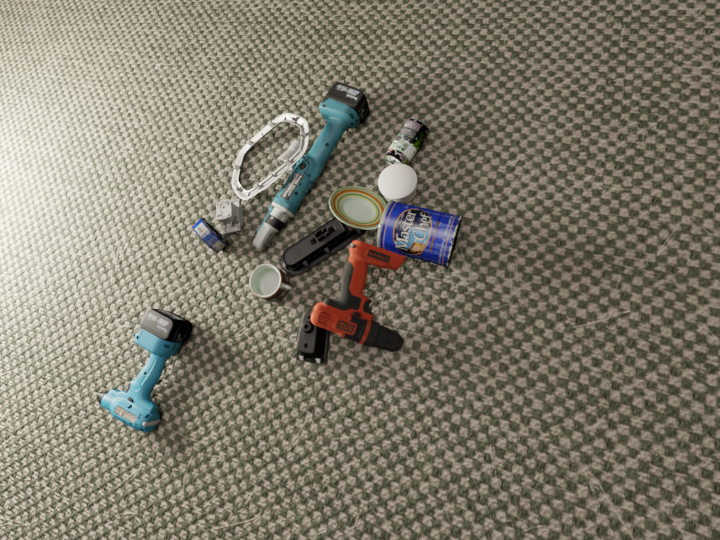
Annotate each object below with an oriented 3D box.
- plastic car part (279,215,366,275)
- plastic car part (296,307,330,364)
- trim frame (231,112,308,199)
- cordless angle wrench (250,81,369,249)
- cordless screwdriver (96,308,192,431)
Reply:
[{"bbox_3d":[-0.089,-0.058,0.909,0.204,0.065,0.068,-34,75,7],"label":"plastic car part"},{"bbox_3d":[-0.099,0.124,0.847,0.068,0.068,0.118,4,77,15],"label":"plastic car part"},{"bbox_3d":[-0.220,-0.272,0.998,0.252,0.026,0.192,-31,58,21],"label":"trim frame"},{"bbox_3d":[-0.124,-0.230,0.970,0.102,0.071,0.423,29,85,21],"label":"cordless angle wrench"},{"bbox_3d":[-0.484,0.208,0.937,0.165,0.071,0.250,15,82,20],"label":"cordless screwdriver"}]
